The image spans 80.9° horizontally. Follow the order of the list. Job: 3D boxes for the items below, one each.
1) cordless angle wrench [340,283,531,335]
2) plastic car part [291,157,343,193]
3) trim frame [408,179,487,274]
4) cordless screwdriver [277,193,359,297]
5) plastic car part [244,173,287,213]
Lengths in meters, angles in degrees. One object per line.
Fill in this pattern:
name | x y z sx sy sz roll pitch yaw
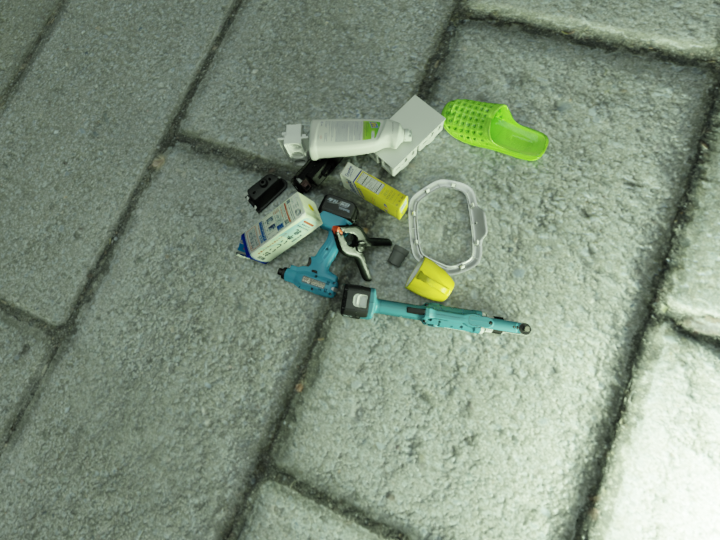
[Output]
cordless angle wrench | 0.168 0.102 0.979 0.429 0.096 0.075 9 79 8
plastic car part | -0.095 -0.287 1.119 0.071 0.063 0.202 29 78 40
trim frame | 0.215 -0.112 1.049 0.187 0.027 0.253 -3 74 8
cordless screwdriver | -0.105 -0.069 1.074 0.164 0.072 0.249 17 84 15
plastic car part | -0.259 -0.221 1.140 0.116 0.069 0.068 -42 77 1
